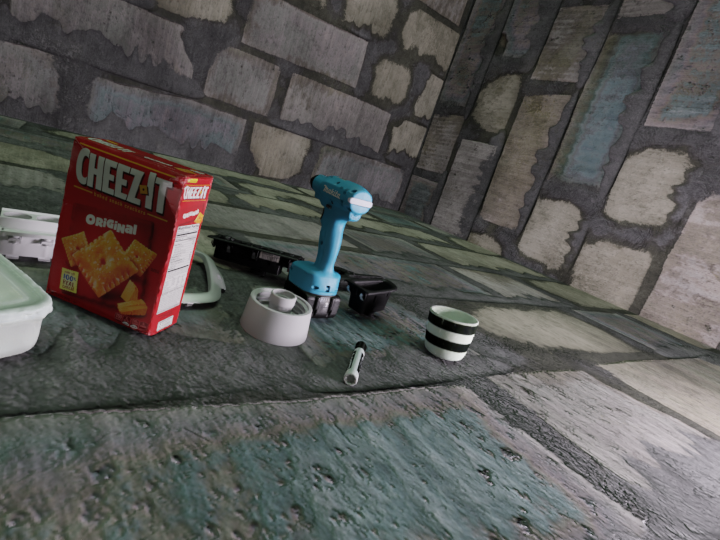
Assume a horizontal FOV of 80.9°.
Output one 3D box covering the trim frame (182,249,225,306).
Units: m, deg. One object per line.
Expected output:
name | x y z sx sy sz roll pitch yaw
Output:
trim frame | -0.323 0.000 0.730 0.177 0.027 0.261 10 16 -27

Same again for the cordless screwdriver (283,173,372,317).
cordless screwdriver | -0.075 -0.049 0.763 0.071 0.247 0.168 9 16 -38

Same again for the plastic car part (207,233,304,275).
plastic car part | -0.223 -0.030 0.883 0.205 0.066 0.066 19 13 5

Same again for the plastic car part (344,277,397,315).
plastic car part | 0.021 0.056 0.841 0.111 0.070 0.070 3 20 -47
